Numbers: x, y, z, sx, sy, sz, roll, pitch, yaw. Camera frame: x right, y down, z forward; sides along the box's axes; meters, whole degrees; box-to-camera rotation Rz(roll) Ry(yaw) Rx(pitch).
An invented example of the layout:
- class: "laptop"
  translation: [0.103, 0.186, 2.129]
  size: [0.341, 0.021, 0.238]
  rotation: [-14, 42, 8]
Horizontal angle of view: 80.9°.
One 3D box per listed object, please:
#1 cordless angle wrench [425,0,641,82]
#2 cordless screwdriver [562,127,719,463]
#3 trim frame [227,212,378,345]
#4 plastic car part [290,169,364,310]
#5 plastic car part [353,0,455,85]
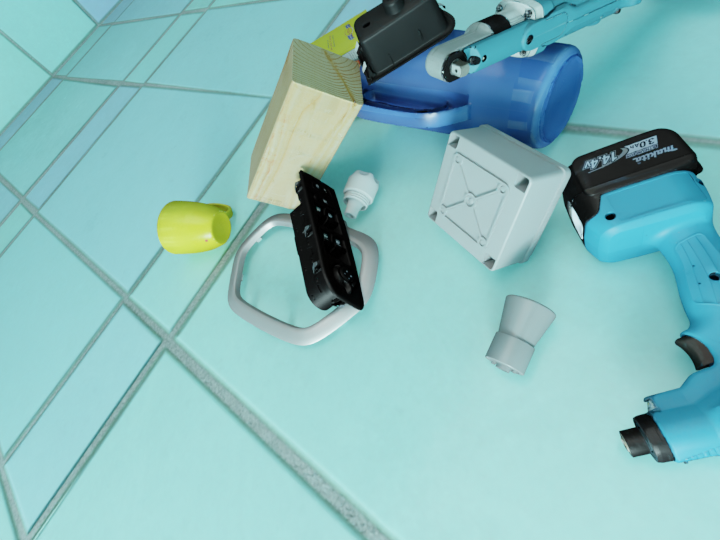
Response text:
- class: "cordless angle wrench"
  translation: [0.237, -0.278, 0.424]
  size: [0.417, 0.071, 0.103]
  rotation: [-30, 48, -15]
- class: "cordless screwdriver"
  translation: [0.240, 0.013, 0.338]
  size: [0.162, 0.070, 0.258]
  rotation: [-25, 56, 16]
- class: "trim frame"
  translation: [-0.086, -0.001, 0.572]
  size: [0.262, 0.026, 0.184]
  rotation: [16, 72, 39]
- class: "plastic car part"
  translation: [-0.051, -0.033, 0.519]
  size: [0.068, 0.062, 0.212]
  rotation: [-36, 49, 18]
- class: "plastic car part"
  translation: [0.040, -0.281, 0.483]
  size: [0.119, 0.067, 0.068]
  rotation: [-24, 65, 23]
